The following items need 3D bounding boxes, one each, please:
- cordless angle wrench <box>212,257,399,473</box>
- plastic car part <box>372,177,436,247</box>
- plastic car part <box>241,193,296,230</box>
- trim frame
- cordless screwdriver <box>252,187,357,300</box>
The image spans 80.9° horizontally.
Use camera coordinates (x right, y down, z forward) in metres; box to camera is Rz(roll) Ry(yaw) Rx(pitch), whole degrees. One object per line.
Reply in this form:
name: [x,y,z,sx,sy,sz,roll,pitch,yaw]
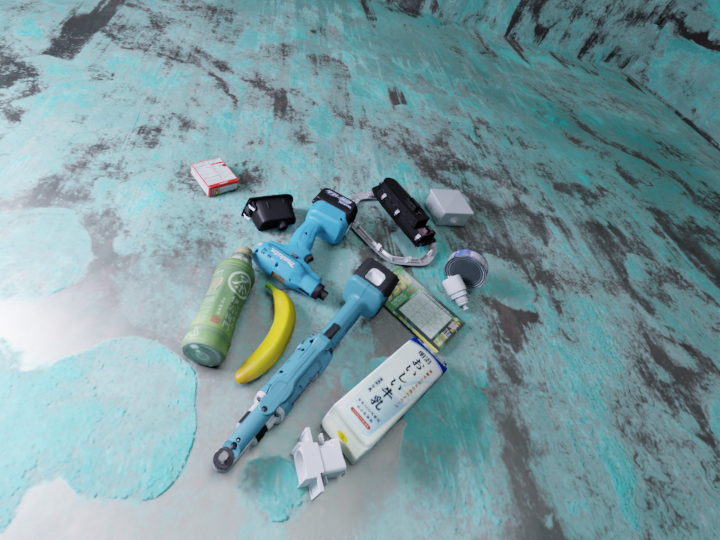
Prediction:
cordless angle wrench: [-0.075,0.135,0.670,0.076,0.097,0.418,35,50,10]
plastic car part: [0.099,-0.146,0.981,0.064,0.066,0.213,-21,55,-28]
plastic car part: [-0.180,-0.116,0.887,0.112,0.067,0.073,-11,69,-33]
trim frame: [0.070,-0.103,0.983,0.178,0.027,0.260,-23,58,-36]
cordless screwdriver: [-0.083,-0.054,0.850,0.163,0.073,0.247,31,49,9]
